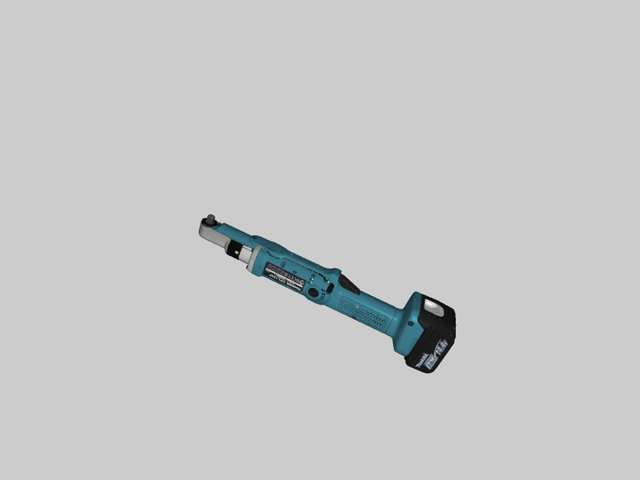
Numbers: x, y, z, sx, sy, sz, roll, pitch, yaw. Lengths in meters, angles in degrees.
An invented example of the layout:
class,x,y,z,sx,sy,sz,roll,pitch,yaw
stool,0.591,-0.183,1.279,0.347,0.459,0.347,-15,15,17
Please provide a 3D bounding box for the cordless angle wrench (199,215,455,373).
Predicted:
class,x,y,z,sx,sy,sz,roll,pitch,yaw
cordless angle wrench,-0.001,0.068,0.663,0.423,0.098,0.074,25,29,5
